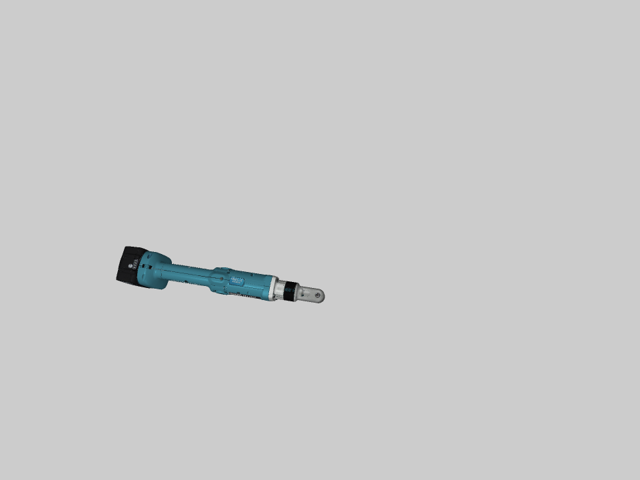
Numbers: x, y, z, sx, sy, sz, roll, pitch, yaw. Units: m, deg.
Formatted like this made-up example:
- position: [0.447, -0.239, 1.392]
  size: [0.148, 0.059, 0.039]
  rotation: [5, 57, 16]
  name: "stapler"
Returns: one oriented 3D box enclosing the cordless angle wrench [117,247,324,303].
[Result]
- position: [-0.200, 0.085, 0.878]
  size: [0.423, 0.074, 0.098]
  rotation: [8, -14, 6]
  name: "cordless angle wrench"
